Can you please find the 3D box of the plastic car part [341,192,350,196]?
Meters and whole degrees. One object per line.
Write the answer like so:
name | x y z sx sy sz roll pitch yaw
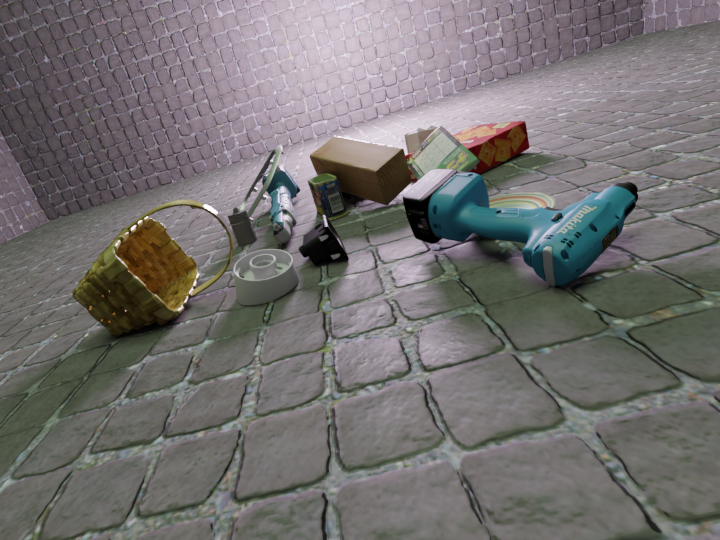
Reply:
plastic car part | 0.027 -0.227 1.034 0.203 0.064 0.069 -20 29 2

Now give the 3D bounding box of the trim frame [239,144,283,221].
trim frame | -0.249 -0.198 1.037 0.249 0.026 0.191 -50 30 33

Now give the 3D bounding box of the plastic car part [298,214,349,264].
plastic car part | -0.069 -0.045 0.708 0.071 0.064 0.120 -32 20 1

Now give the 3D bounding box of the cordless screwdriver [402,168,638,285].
cordless screwdriver | 0.186 -0.078 0.531 0.157 0.071 0.263 -38 36 -20

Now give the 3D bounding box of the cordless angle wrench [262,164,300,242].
cordless angle wrench | -0.186 -0.155 1.000 0.075 0.094 0.438 -34 27 6
